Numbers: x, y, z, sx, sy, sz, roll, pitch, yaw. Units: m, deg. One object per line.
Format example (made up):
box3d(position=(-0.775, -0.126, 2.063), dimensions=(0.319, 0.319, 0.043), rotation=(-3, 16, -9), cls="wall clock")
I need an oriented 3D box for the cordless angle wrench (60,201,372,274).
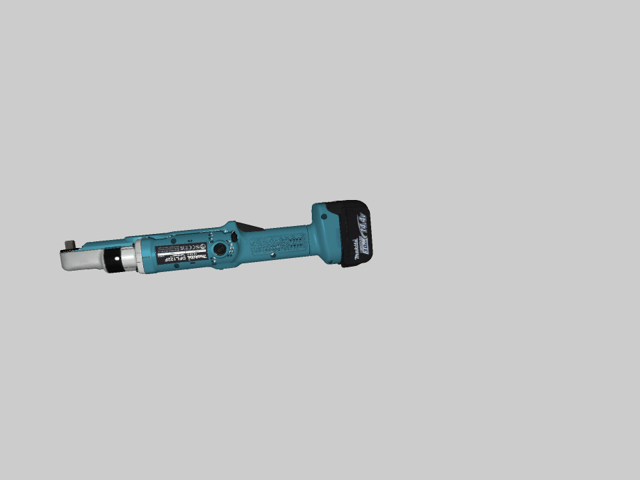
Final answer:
box3d(position=(-0.140, 0.008, 0.604), dimensions=(0.423, 0.098, 0.074), rotation=(-6, 6, -9), cls="cordless angle wrench")
